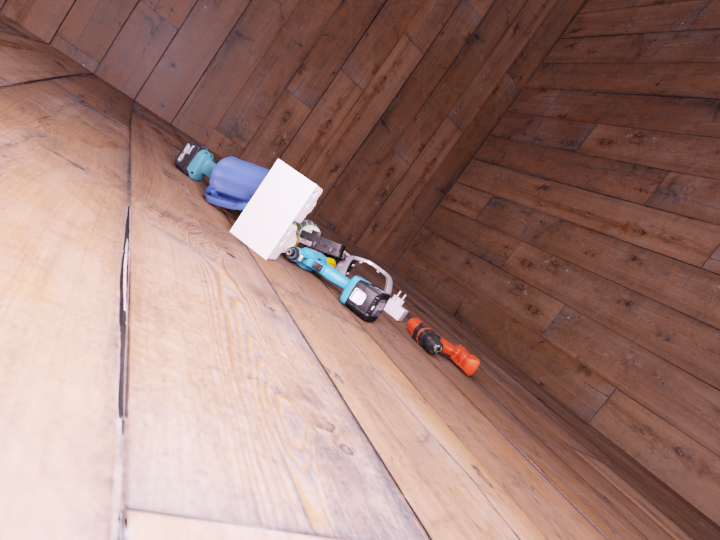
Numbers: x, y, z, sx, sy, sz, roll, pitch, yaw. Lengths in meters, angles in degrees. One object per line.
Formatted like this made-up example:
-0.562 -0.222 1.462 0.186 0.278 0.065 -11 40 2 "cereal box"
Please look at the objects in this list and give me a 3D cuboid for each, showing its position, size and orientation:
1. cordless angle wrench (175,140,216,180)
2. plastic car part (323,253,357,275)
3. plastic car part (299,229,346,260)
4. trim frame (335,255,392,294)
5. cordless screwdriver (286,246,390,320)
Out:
-0.346 -0.214 1.217 0.429 0.098 0.073 39 9 7 "cordless angle wrench"
-0.079 -0.027 1.397 0.116 0.066 0.071 32 20 -3 "plastic car part"
-0.130 -0.085 1.328 0.208 0.067 0.064 25 -6 13 "plastic car part"
0.012 0.018 1.306 0.185 0.027 0.250 24 25 0 "trim frame"
-0.060 0.020 0.996 0.261 0.074 0.151 33 4 28 "cordless screwdriver"
